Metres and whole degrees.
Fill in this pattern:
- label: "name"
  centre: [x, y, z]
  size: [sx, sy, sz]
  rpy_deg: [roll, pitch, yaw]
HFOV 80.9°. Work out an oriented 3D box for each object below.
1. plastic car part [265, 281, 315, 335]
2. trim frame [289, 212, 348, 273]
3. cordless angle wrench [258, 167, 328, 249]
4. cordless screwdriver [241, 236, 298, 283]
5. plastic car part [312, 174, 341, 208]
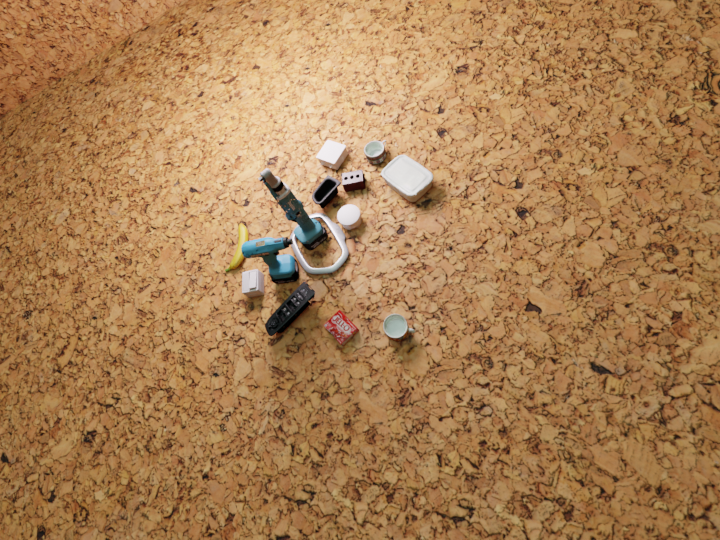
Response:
- label: "plastic car part"
  centre: [-0.228, 0.132, 1.377]
  size: [0.202, 0.064, 0.069]
  rpy_deg: [-44, 62, -4]
- label: "trim frame"
  centre: [-0.144, -0.094, 1.474]
  size: [0.184, 0.026, 0.260]
  rpy_deg: [-33, 60, 2]
- label: "cordless angle wrench"
  centre: [-0.210, -0.193, 1.325]
  size: [0.098, 0.404, 0.078]
  rpy_deg: [-39, 64, -3]
- label: "cordless screwdriver"
  centre: [-0.259, -0.038, 1.366]
  size: [0.162, 0.237, 0.076]
  rpy_deg: [-9, 65, 12]
- label: "plastic car part"
  centre: [-0.123, -0.273, 1.525]
  size: [0.069, 0.068, 0.116]
  rpy_deg: [34, 80, 26]
